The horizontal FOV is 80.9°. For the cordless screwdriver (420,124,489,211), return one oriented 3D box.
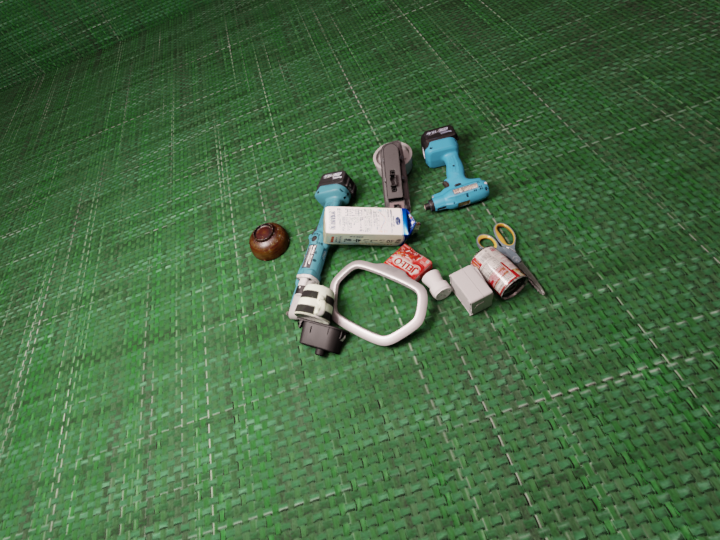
[{"bbox_3d":[0.217,-0.266,1.122,0.160,0.071,0.258,-18,57,6],"label":"cordless screwdriver"}]

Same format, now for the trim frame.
[{"bbox_3d":[0.033,0.066,0.965,0.262,0.026,0.184,21,75,35],"label":"trim frame"}]

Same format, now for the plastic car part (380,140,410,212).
[{"bbox_3d":[0.085,-0.247,1.109,0.068,0.064,0.205,-7,80,20],"label":"plastic car part"}]

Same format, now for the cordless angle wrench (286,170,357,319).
[{"bbox_3d":[-0.107,-0.070,1.095,0.102,0.070,0.428,-4,58,33],"label":"cordless angle wrench"}]

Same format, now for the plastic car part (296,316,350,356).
[{"bbox_3d":[-0.090,0.154,0.948,0.121,0.063,0.071,14,77,22],"label":"plastic car part"}]
